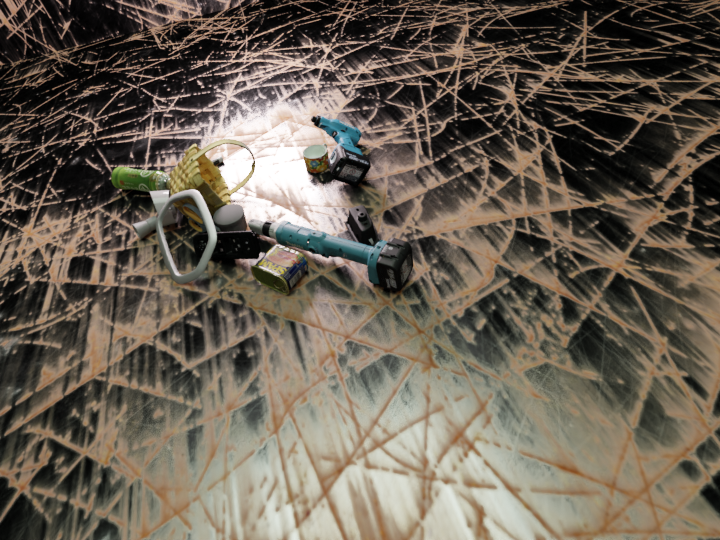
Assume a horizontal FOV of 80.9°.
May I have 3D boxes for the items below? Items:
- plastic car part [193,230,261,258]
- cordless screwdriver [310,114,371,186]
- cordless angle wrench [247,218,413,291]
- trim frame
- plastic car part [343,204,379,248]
[{"bbox_3d":[-0.314,-0.067,1.002,0.211,0.064,0.067,-2,29,27],"label":"plastic car part"},{"bbox_3d":[-0.062,-0.350,1.187,0.153,0.074,0.258,16,40,-23],"label":"cordless screwdriver"},{"bbox_3d":[-0.094,-0.061,0.959,0.444,0.093,0.074,17,55,29],"label":"cordless angle wrench"},{"bbox_3d":[-0.424,-0.085,1.019,0.186,0.026,0.259,-39,64,16],"label":"trim frame"},{"bbox_3d":[0.004,-0.110,0.995,0.065,0.068,0.122,-18,44,-6],"label":"plastic car part"}]
